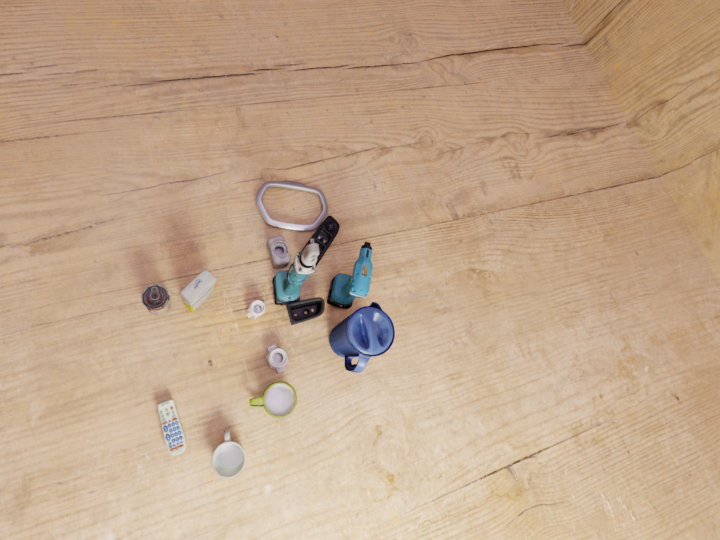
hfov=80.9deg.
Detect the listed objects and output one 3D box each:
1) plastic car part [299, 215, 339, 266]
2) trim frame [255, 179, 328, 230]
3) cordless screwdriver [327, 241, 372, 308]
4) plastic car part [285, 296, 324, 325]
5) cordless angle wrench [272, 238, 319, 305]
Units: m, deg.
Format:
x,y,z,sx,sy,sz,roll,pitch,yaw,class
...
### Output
x,y,z,sx,sy,sz,roll,pitch,yaw,class
-0.134,-0.088,1.369,0.066,0.067,0.203,34,66,-4,plastic car part
-0.227,-0.221,1.414,0.243,0.027,0.188,5,70,-13,trim frame
-0.025,0.022,1.258,0.073,0.250,0.161,16,69,-14,cordless screwdriver
-0.168,0.124,1.282,0.114,0.071,0.067,-13,77,-19,plastic car part
-0.170,0.009,1.130,0.072,0.426,0.100,-3,75,-20,cordless angle wrench
